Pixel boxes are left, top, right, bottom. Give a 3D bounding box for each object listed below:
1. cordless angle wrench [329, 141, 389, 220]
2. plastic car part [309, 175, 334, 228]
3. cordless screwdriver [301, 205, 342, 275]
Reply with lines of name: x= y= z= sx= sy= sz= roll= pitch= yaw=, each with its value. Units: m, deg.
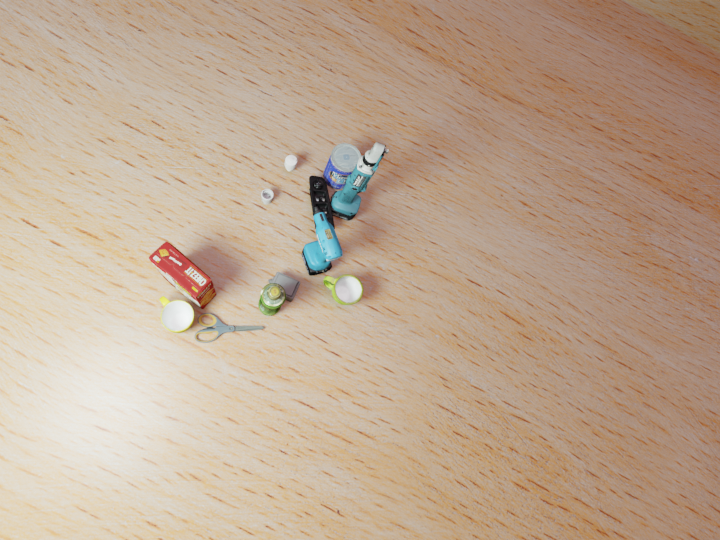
cordless angle wrench: x=-0.009 y=-0.263 z=1.258 sx=0.097 sy=0.424 sz=0.075 roll=20 pitch=71 yaw=-10
plastic car part: x=-0.135 y=-0.220 z=1.410 sx=0.065 sy=0.067 sz=0.207 roll=-5 pitch=74 yaw=-15
cordless screwdriver: x=-0.124 y=-0.081 z=1.271 sx=0.073 sy=0.250 sz=0.162 roll=-16 pitch=80 yaw=-19
